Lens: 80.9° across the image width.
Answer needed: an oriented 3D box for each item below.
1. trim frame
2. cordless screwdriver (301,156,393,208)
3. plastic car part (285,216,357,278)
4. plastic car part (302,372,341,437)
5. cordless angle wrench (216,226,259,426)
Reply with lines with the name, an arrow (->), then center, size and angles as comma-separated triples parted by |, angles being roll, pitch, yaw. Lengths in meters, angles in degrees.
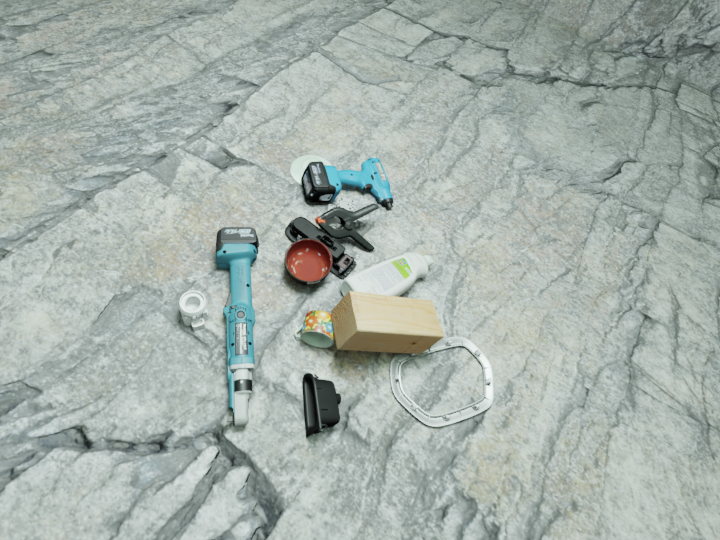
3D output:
trim frame -> 0.182, 0.230, 0.920 | 0.243, 0.027, 0.192 | -12, 59, -17
cordless screwdriver -> -0.029, -0.229, 1.157 | 0.241, 0.075, 0.164 | -11, 69, -26
plastic car part -> -0.102, -0.067, 1.045 | 0.209, 0.065, 0.066 | 35, 63, 15
plastic car part -> -0.072, 0.260, 0.833 | 0.068, 0.066, 0.121 | 12, 50, -25
cordless angle wrench -> -0.256, 0.102, 0.893 | 0.096, 0.073, 0.437 | -2, 59, -15
